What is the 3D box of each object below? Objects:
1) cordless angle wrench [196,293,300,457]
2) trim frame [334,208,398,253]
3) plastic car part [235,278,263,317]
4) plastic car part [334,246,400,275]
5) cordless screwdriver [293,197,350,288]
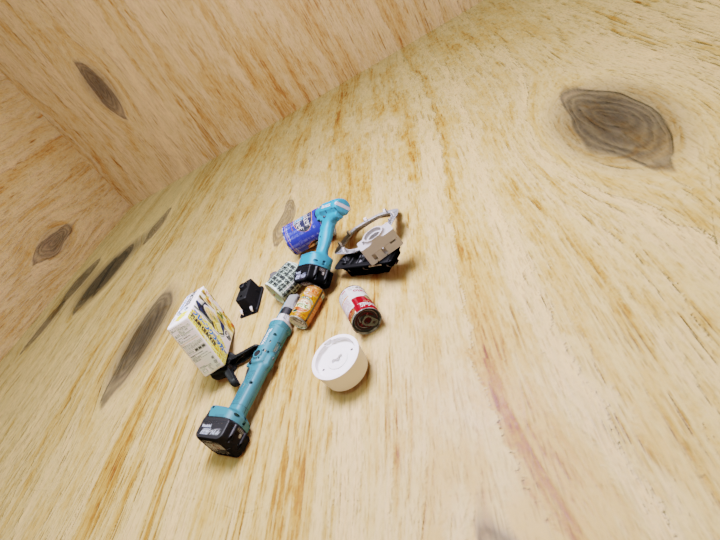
[{"bbox_3d":[-0.232,0.214,1.001,0.102,0.071,0.426,-12,38,32],"label":"cordless angle wrench"},{"bbox_3d":[0.020,-0.111,1.165,0.190,0.027,0.247,-18,21,30],"label":"trim frame"},{"bbox_3d":[-0.340,0.073,1.271,0.067,0.067,0.120,-21,38,19],"label":"plastic car part"},{"bbox_3d":[0.022,-0.021,1.060,0.212,0.064,0.067,-4,50,45],"label":"plastic car part"},{"bbox_3d":[-0.114,-0.074,1.165,0.165,0.071,0.250,-6,64,59],"label":"cordless screwdriver"}]
